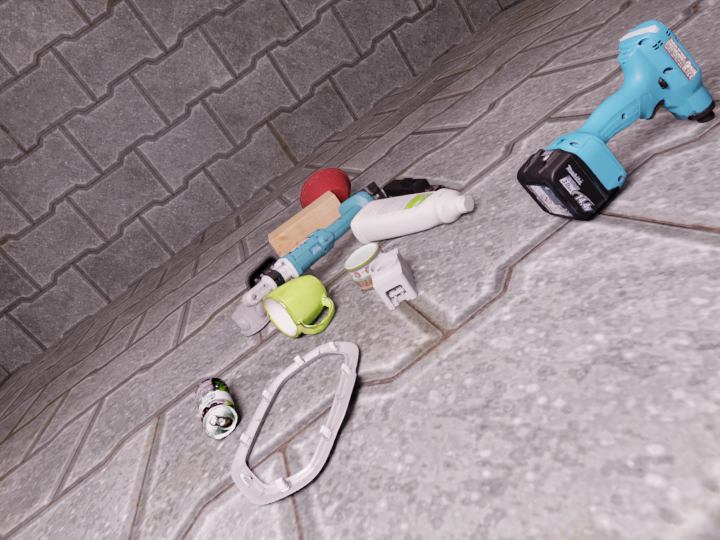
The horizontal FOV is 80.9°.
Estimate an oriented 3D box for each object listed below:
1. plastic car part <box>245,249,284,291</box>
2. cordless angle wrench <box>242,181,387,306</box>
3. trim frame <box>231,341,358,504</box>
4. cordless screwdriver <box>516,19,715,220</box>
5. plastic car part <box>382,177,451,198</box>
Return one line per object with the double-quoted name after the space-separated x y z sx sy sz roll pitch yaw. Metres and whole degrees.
-0.251 0.009 1.106 0.116 0.065 0.072 -42 6 -7 "plastic car part"
-0.087 -0.057 0.888 0.101 0.073 0.417 -24 16 50 "cordless angle wrench"
-0.082 0.183 0.560 0.189 0.027 0.249 -22 25 29 "trim frame"
0.338 -0.171 0.547 0.249 0.155 0.076 -51 15 3 "cordless screwdriver"
0.107 -0.174 0.946 0.066 0.065 0.211 -48 21 -10 "plastic car part"
